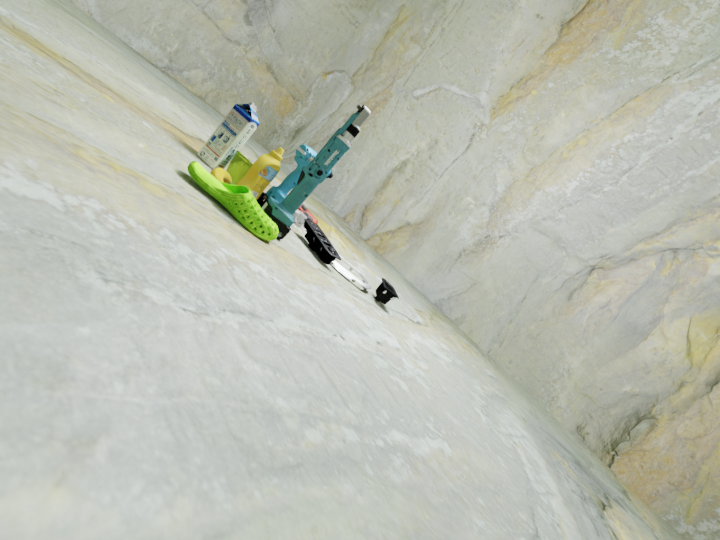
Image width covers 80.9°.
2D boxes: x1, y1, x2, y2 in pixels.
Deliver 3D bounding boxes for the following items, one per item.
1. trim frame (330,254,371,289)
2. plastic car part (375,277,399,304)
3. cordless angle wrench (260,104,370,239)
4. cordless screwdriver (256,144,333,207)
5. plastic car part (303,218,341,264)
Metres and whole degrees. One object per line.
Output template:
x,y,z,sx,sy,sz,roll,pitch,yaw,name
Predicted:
-0.059,-0.014,1.483,0.246,0.027,0.186,40,8,-6,trim frame
0.081,0.080,1.480,0.065,0.071,0.119,40,8,-13,plastic car part
-0.119,-0.272,1.149,0.094,0.424,0.077,38,10,-27,cordless angle wrench
-0.203,-0.260,1.331,0.150,0.249,0.078,32,13,-49,cordless screwdriver
-0.135,-0.088,1.382,0.062,0.067,0.214,32,12,-48,plastic car part
